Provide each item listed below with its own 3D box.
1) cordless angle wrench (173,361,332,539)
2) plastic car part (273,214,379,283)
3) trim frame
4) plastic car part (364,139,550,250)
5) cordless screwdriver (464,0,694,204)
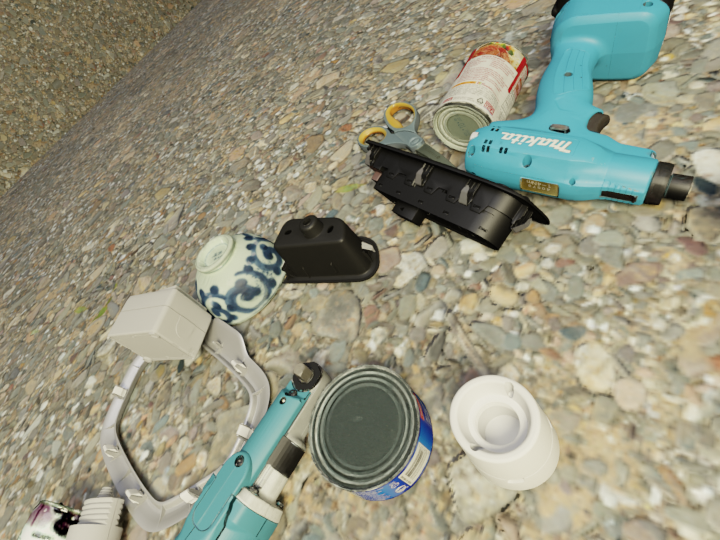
[{"bbox_3d":[-0.138,0.245,0.269,0.078,0.093,0.422,12,58,41],"label":"cordless angle wrench"},{"bbox_3d":[-0.043,-0.028,0.442,0.122,0.067,0.066,-3,54,37],"label":"plastic car part"},{"bbox_3d":[-0.190,0.136,0.437,0.263,0.026,0.184,18,65,45],"label":"trim frame"},{"bbox_3d":[0.072,-0.073,0.405,0.215,0.062,0.067,31,84,47],"label":"plastic car part"},{"bbox_3d":[0.217,-0.165,0.373,0.168,0.070,0.249,21,71,33],"label":"cordless screwdriver"}]
